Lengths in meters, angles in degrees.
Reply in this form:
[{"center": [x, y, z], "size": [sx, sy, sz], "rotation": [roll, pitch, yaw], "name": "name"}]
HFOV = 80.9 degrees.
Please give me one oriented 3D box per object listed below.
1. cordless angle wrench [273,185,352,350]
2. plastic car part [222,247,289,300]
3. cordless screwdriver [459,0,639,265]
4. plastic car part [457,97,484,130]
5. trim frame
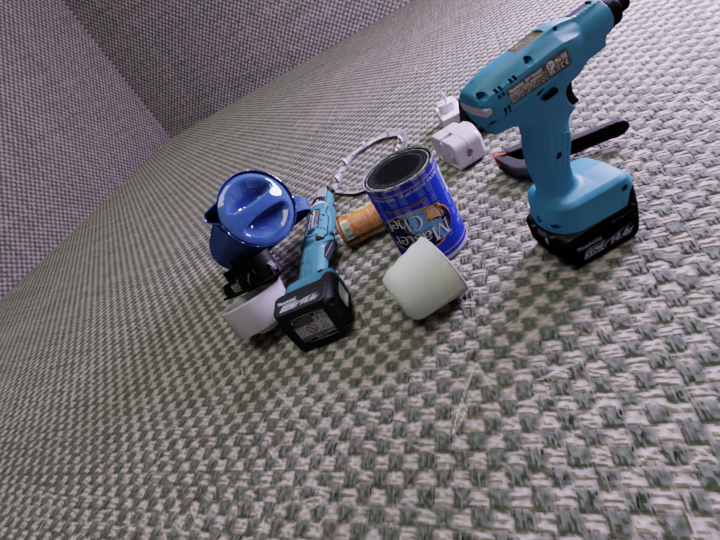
[{"center": [-0.073, -0.048, 0.746], "size": [0.099, 0.071, 0.435], "rotation": [-25, 32, 14], "name": "cordless angle wrench"}, {"center": [-0.183, 0.002, 0.706], "size": [0.065, 0.066, 0.210], "rotation": [-29, 11, -34], "name": "plastic car part"}, {"center": [0.221, -0.132, 0.434], "size": [0.160, 0.237, 0.077], "rotation": [-35, 30, 7], "name": "cordless screwdriver"}, {"center": [0.244, -0.306, 0.802], "size": [0.118, 0.064, 0.072], "rotation": [-8, 23, 11], "name": "plastic car part"}, {"center": [0.023, -0.249, 0.952], "size": [0.191, 0.026, 0.251], "rotation": [-12, 38, 29], "name": "trim frame"}]
